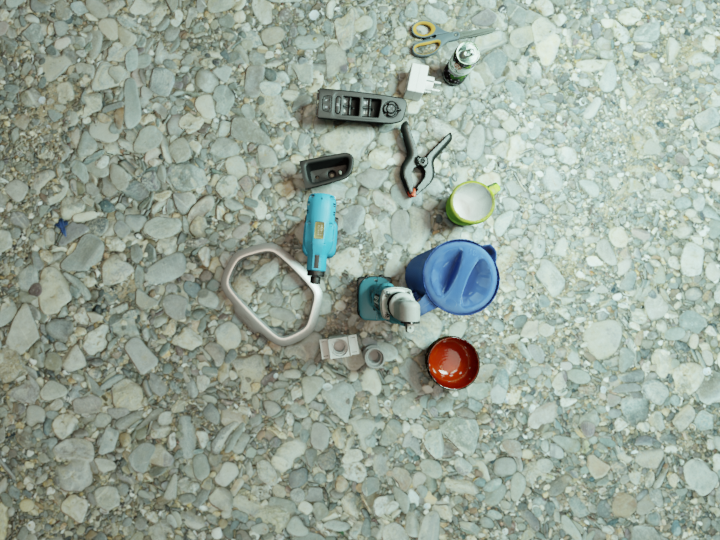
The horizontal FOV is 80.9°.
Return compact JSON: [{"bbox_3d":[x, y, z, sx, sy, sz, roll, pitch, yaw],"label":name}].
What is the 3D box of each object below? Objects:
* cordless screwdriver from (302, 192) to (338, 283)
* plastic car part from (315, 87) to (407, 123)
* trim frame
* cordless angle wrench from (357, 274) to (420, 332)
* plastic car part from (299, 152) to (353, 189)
[{"bbox_3d":[-0.083,-0.054,0.845,0.074,0.249,0.160,5,88,-5],"label":"cordless screwdriver"},{"bbox_3d":[0.001,-0.363,0.959,0.203,0.067,0.066,4,87,0],"label":"plastic car part"},{"bbox_3d":[-0.199,0.052,0.948,0.250,0.027,0.184,44,87,3],"label":"trim frame"},{"bbox_3d":[0.046,0.055,0.749,0.074,0.423,0.098,0,89,-5],"label":"cordless angle wrench"},{"bbox_3d":[-0.072,-0.219,0.947,0.116,0.071,0.066,-12,88,-2],"label":"plastic car part"}]
